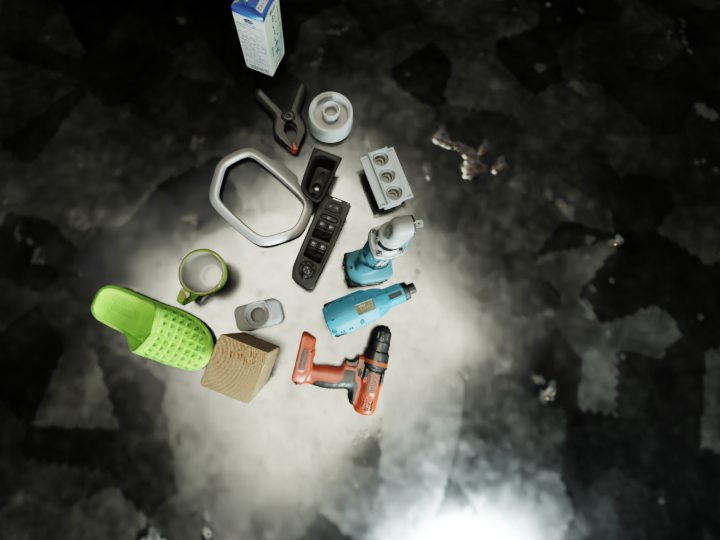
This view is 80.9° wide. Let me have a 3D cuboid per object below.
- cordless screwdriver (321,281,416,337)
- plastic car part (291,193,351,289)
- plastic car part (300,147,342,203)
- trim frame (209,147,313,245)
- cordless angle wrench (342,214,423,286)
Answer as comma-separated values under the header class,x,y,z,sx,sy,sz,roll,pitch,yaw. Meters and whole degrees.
class,x,y,z,sx,sy,sz,roll,pitch,yaw
cordless screwdriver,0.007,0.069,0.793,0.158,0.247,0.075,-21,85,-7
plastic car part,-0.089,-0.058,0.908,0.067,0.066,0.203,23,80,1
plastic car part,-0.093,-0.199,0.933,0.066,0.070,0.117,21,80,0
trim frame,-0.223,-0.166,0.948,0.252,0.027,0.183,40,82,7
cordless angle wrench,0.030,-0.029,0.724,0.097,0.421,0.075,-8,83,-7
